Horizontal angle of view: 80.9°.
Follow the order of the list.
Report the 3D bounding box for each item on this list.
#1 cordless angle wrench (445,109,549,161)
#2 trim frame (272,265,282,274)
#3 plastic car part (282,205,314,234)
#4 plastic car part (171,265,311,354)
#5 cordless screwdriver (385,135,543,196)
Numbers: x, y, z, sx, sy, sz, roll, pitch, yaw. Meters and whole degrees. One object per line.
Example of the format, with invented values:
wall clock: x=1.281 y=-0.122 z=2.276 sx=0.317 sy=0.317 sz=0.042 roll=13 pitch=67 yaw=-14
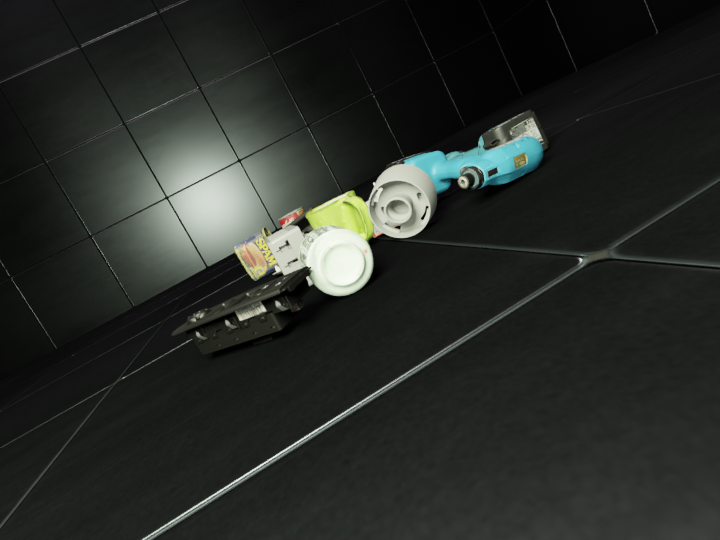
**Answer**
cordless angle wrench: x=0.201 y=-0.224 z=0.896 sx=0.097 sy=0.073 sz=0.434 roll=-31 pitch=11 yaw=-15
trim frame: x=-0.089 y=-0.058 z=0.910 sx=0.244 sy=0.027 sz=0.189 roll=-40 pitch=9 yaw=-35
plastic car part: x=-0.124 y=-0.083 z=0.948 sx=0.118 sy=0.067 sz=0.068 roll=-33 pitch=-11 yaw=23
plastic car part: x=-0.139 y=0.055 z=0.499 sx=0.209 sy=0.065 sz=0.066 roll=-17 pitch=21 yaw=30
cordless screwdriver: x=0.135 y=-0.154 z=0.677 sx=0.155 sy=0.073 sz=0.261 roll=-27 pitch=19 yaw=-30
